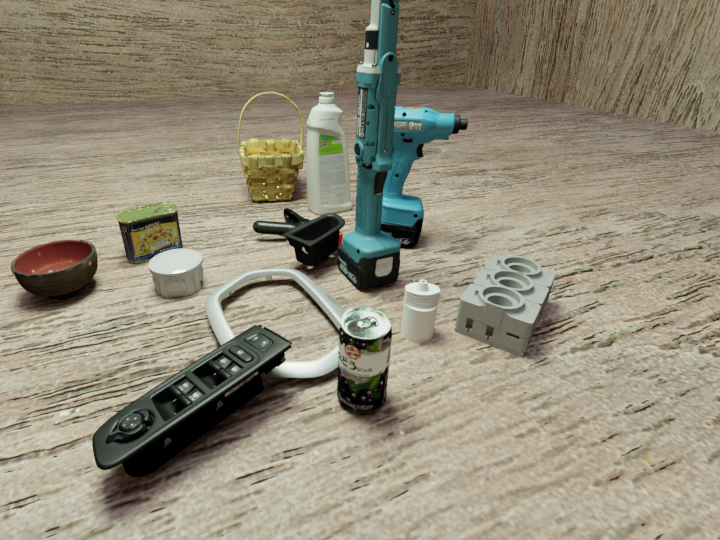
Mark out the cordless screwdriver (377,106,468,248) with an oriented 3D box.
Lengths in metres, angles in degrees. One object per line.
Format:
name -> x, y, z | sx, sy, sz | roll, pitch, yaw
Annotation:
cordless screwdriver -> 0.094, -0.164, 0.760 | 0.161, 0.242, 0.075 | 6, 28, 7

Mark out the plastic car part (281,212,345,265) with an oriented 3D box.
plastic car part -> -0.071, -0.047, 0.729 | 0.069, 0.069, 0.113 | 22, 36, 32

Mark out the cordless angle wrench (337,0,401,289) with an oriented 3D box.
cordless angle wrench -> 0.020, -0.173, 0.606 | 0.072, 0.412, 0.103 | -11, 31, -24

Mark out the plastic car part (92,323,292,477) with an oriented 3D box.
plastic car part -> -0.162, 0.130, 0.426 | 0.070, 0.065, 0.197 | 25, 38, 36

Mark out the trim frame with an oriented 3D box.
trim frame -> -0.109, 0.062, 0.582 | 0.178, 0.027, 0.263 | -17, 34, -27
